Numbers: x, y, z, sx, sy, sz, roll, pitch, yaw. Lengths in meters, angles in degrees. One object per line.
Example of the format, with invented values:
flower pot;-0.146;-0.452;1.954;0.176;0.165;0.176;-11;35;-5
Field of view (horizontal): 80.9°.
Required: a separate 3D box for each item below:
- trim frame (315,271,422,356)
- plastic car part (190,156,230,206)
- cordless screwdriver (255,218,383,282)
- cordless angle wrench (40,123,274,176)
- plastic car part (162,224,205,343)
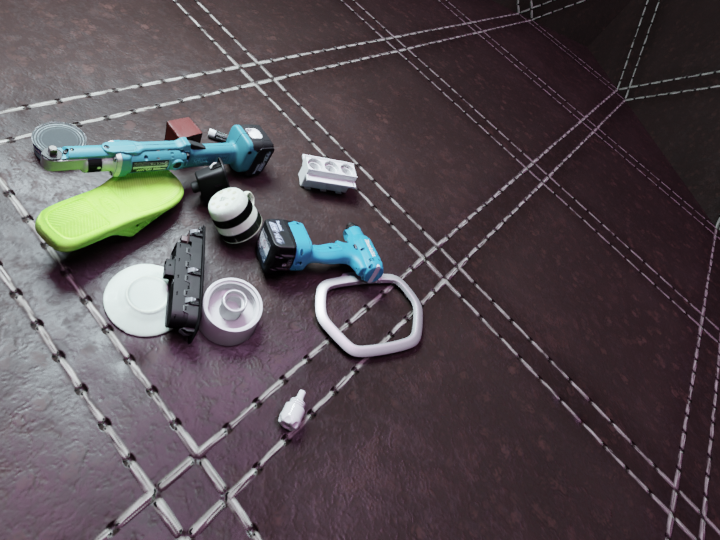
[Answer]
trim frame;0.022;0.078;0.840;0.239;0.027;0.191;-6;60;-28
plastic car part;-0.289;-0.165;0.815;0.070;0.114;0.068;-22;70;-14
cordless screwdriver;-0.083;-0.054;0.852;0.239;0.074;0.167;5;40;-27
cordless angle wrench;-0.347;-0.213;0.778;0.408;0.099;0.076;-22;71;-48
plastic car part;-0.286;0.016;0.688;0.063;0.067;0.211;15;47;-40
